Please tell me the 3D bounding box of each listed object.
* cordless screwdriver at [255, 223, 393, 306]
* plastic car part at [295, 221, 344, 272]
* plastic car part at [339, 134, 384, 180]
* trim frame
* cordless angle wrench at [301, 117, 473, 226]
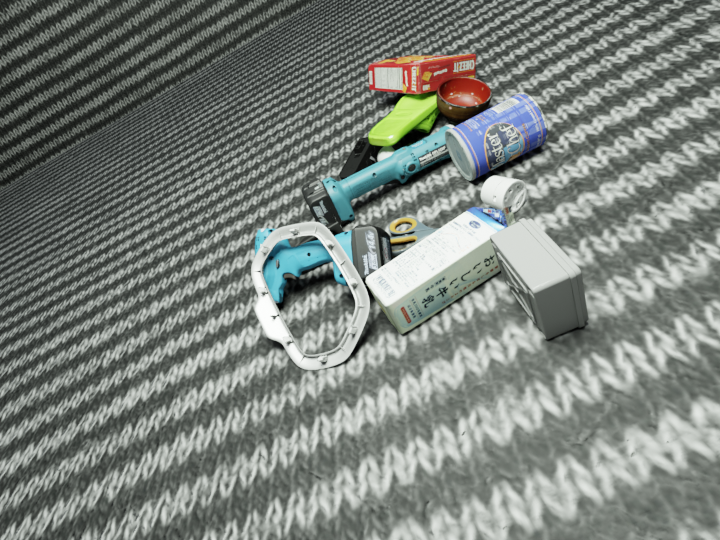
[{"bbox_3d":[-0.072,0.002,0.723,0.258,0.071,0.160,-2,84,24],"label":"cordless screwdriver"},{"bbox_3d":[-0.080,-0.052,0.814,0.118,0.063,0.073,-26,25,12],"label":"plastic car part"},{"bbox_3d":[0.003,-0.245,0.946,0.069,0.064,0.205,5,55,26],"label":"plastic car part"},{"bbox_3d":[-0.090,0.034,0.672,0.186,0.026,0.258,-39,67,17],"label":"trim frame"},{"bbox_3d":[0.090,-0.213,0.841,0.424,0.093,0.078,-26,42,2],"label":"cordless angle wrench"}]
